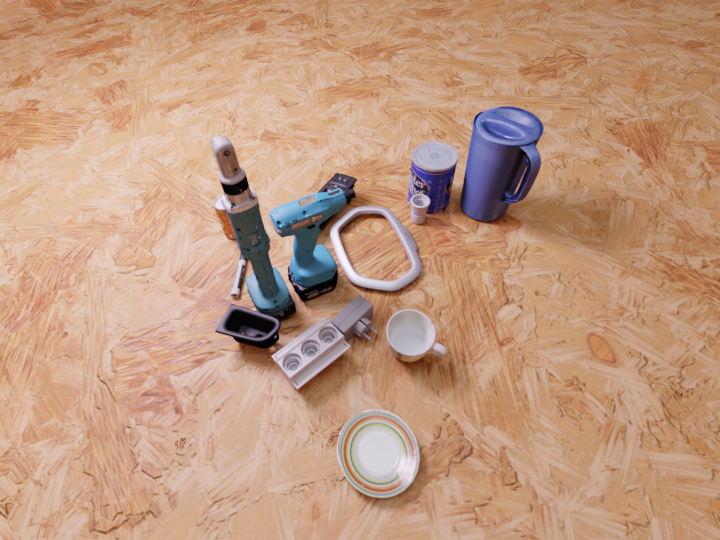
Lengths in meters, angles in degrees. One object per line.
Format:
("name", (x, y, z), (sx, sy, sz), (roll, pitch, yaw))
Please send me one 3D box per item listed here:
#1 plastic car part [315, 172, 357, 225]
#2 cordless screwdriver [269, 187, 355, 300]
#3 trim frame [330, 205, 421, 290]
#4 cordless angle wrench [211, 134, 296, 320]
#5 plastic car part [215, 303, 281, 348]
("plastic car part", (-0.088, -0.152, 1.020), (0.069, 0.065, 0.201), (27, 59, 23))
("cordless screwdriver", (-0.081, -0.053, 0.829), (0.157, 0.240, 0.078), (-22, 55, -14))
("trim frame", (0.034, -0.055, 0.955), (0.182, 0.026, 0.260), (-18, 52, -8))
("cordless angle wrench", (-0.185, -0.049, 0.730), (0.073, 0.408, 0.103), (-24, 56, -17))
("plastic car part", (-0.207, 0.120, 0.816), (0.120, 0.068, 0.066), (14, 54, 15))
